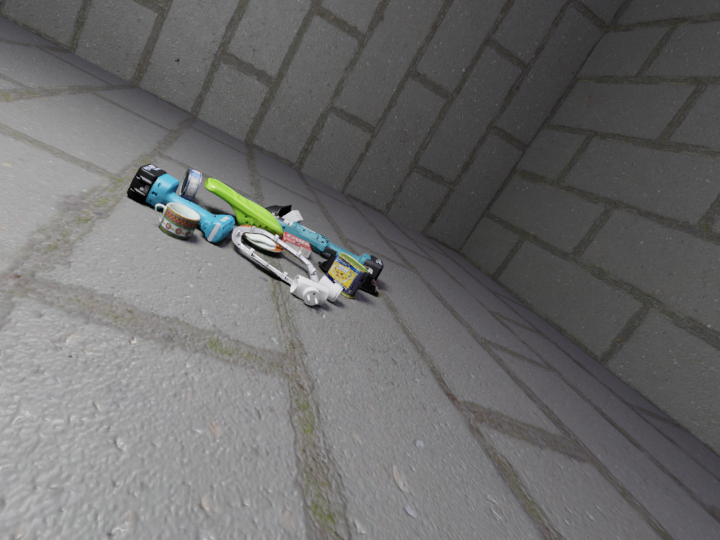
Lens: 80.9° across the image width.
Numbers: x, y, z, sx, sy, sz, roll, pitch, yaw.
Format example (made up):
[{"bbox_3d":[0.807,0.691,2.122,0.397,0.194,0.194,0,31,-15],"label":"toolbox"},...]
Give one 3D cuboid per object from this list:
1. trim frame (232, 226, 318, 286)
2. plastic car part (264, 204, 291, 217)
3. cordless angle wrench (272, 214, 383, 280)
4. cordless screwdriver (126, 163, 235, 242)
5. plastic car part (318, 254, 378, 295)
[{"bbox_3d":[-0.206,-0.037,1.045,0.250,0.027,0.183,36,23,1],"label":"trim frame"},{"bbox_3d":[-0.292,-0.199,1.451,0.073,0.065,0.114,18,14,14],"label":"plastic car part"},{"bbox_3d":[-0.131,-0.086,1.343,0.422,0.074,0.098,27,14,-1],"label":"cordless angle wrench"},{"bbox_3d":[-0.419,-0.161,1.023,0.246,0.074,0.161,32,13,-7],"label":"cordless screwdriver"},{"bbox_3d":[-0.027,0.008,1.239,0.196,0.067,0.069,22,23,-19],"label":"plastic car part"}]
